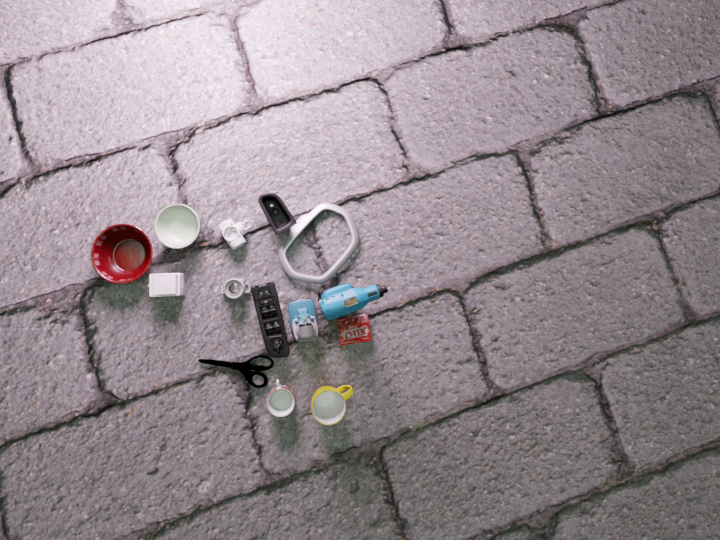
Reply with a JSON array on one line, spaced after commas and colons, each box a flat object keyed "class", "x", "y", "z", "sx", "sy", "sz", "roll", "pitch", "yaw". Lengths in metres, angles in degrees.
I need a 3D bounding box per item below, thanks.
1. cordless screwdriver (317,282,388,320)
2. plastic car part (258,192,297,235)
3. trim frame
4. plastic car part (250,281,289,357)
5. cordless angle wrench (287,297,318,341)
[{"class": "cordless screwdriver", "x": -0.029, "y": 0.070, "z": 1.070, "sx": 0.158, "sy": 0.250, "sz": 0.074, "roll": -19, "pitch": 91, "yaw": -8}, {"class": "plastic car part", "x": -0.233, "y": -0.159, "z": 1.170, "sx": 0.065, "sy": 0.071, "sz": 0.117, "roll": -31, "pitch": 89, "yaw": -7}, {"class": "trim frame", "x": -0.116, "y": -0.076, "z": 1.190, "sx": 0.184, "sy": 0.027, "sz": 0.248, "roll": 40, "pitch": 84, "yaw": 1}, {"class": "plastic car part", "x": -0.240, "y": 0.135, "z": 1.143, "sx": 0.066, "sy": 0.067, "sz": 0.204, "roll": -14, "pitch": 86, "yaw": -7}, {"class": "cordless angle wrench", "x": -0.129, "y": 0.121, "z": 0.971, "sx": 0.074, "sy": 0.425, "sz": 0.098, "roll": -8, "pitch": 89, "yaw": -9}]
